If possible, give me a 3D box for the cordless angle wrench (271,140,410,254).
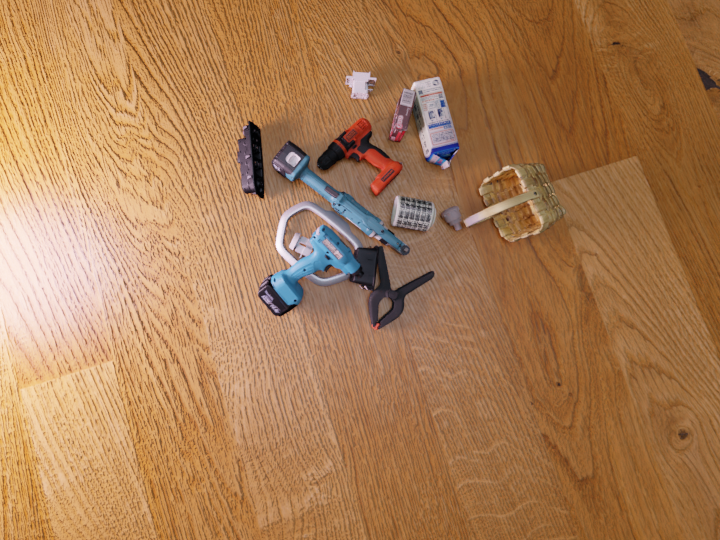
[{"bbox_3d":[-0.043,-0.175,1.104,0.423,0.098,0.074,38,85,0],"label":"cordless angle wrench"}]

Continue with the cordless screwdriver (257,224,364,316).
[{"bbox_3d":[-0.124,0.019,1.049,0.250,0.075,0.156,-40,103,14],"label":"cordless screwdriver"}]

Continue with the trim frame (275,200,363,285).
[{"bbox_3d":[-0.109,-0.072,1.120,0.251,0.027,0.184,39,87,6],"label":"trim frame"}]

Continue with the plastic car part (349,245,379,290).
[{"bbox_3d":[0.002,-0.010,1.081,0.069,0.068,0.117,6,87,-17],"label":"plastic car part"}]

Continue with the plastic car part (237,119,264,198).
[{"bbox_3d":[-0.294,-0.289,1.126,0.068,0.065,0.204,-11,84,7],"label":"plastic car part"}]
